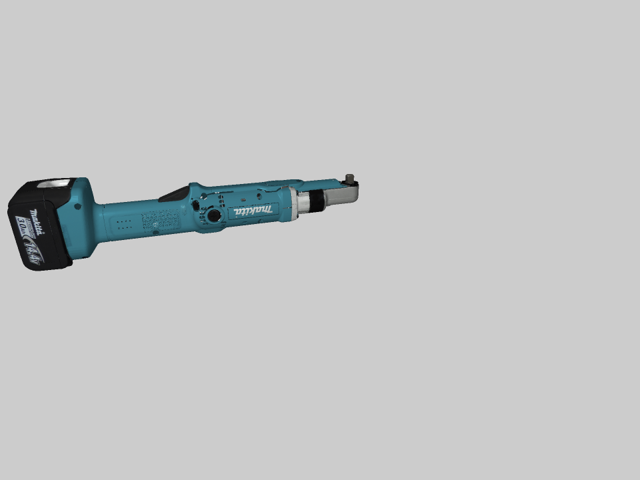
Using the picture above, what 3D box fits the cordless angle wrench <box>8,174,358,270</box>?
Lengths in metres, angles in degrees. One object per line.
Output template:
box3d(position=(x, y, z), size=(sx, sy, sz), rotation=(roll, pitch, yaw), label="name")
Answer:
box3d(position=(-0.144, -0.042, 0.554), size=(0.422, 0.098, 0.074), rotation=(-8, 26, -19), label="cordless angle wrench")
